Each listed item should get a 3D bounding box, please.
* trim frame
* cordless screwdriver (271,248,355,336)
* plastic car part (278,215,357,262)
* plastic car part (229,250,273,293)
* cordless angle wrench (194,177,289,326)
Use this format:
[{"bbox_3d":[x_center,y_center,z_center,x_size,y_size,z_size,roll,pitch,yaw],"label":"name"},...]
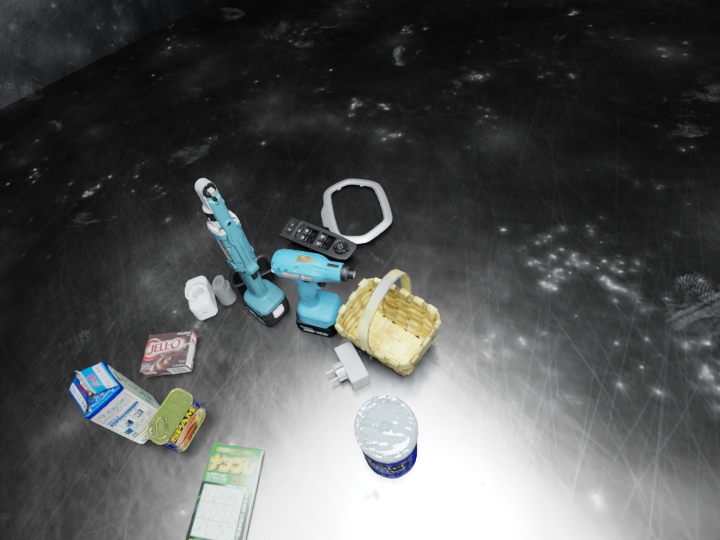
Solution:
[{"bbox_3d":[-0.016,-0.165,1.147,0.184,0.026,0.259,-15,52,1],"label":"trim frame"},{"bbox_3d":[-0.077,0.050,0.866,0.164,0.238,0.075,10,56,16],"label":"cordless screwdriver"},{"bbox_3d":[-0.105,-0.068,1.070,0.212,0.064,0.066,21,60,24],"label":"plastic car part"},{"bbox_3d":[-0.261,0.016,1.038,0.115,0.068,0.069,-30,55,-12],"label":"plastic car part"},{"bbox_3d":[-0.239,-0.027,0.852,0.103,0.406,0.074,33,64,27],"label":"cordless angle wrench"}]
